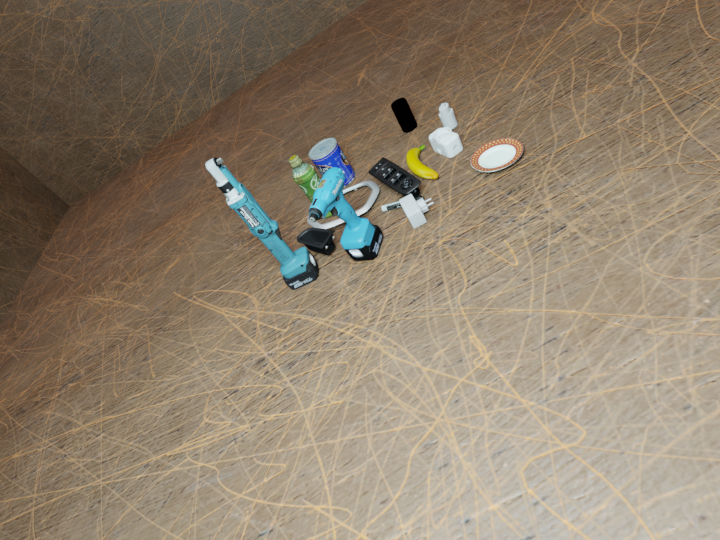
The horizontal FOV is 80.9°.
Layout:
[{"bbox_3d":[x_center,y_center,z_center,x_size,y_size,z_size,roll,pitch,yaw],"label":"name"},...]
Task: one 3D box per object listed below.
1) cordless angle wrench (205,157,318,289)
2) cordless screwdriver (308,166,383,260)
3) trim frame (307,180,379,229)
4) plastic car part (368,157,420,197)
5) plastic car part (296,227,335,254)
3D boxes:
[{"bbox_3d":[-0.248,-0.114,1.067,0.099,0.401,0.077,-25,38,14],"label":"cordless angle wrench"},{"bbox_3d":[-0.040,-0.114,1.042,0.078,0.236,0.160,-4,48,35],"label":"cordless screwdriver"},{"bbox_3d":[-0.055,-0.203,1.310,0.253,0.026,0.191,-23,41,16],"label":"trim frame"},{"bbox_3d":[0.103,-0.257,1.215,0.066,0.063,0.214,-39,39,-4],"label":"plastic car part"},{"bbox_3d":[-0.117,-0.077,1.198,0.123,0.067,0.066,12,58,43],"label":"plastic car part"}]
